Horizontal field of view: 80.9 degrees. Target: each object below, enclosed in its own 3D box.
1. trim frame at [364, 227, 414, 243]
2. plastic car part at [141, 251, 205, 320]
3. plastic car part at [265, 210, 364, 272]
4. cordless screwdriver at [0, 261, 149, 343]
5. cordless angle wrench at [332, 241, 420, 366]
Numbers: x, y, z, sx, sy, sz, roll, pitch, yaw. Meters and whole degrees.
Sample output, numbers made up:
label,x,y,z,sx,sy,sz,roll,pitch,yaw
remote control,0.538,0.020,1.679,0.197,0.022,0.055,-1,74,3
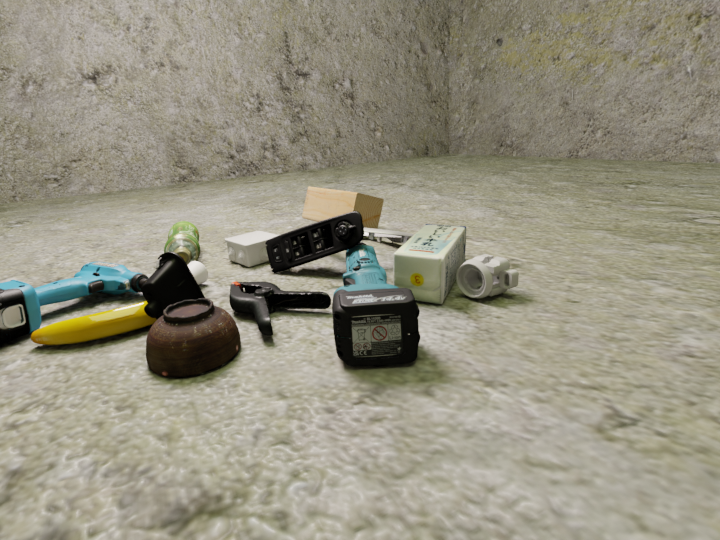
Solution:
label,x,y,z,sx,sy,sz,roll,pitch,yaw
trim frame,0.009,-0.074,0.881,0.177,0.027,0.259,4,2,-27
plastic car part,-0.262,0.039,0.579,0.068,0.111,0.071,4,42,23
plastic car part,-0.076,-0.049,0.774,0.209,0.067,0.064,-17,-15,29
cordless screwdriver,-0.468,0.041,0.661,0.166,0.073,0.243,5,17,24
cordless angle wrench,0.006,0.009,0.657,0.098,0.073,0.430,-5,17,-2
